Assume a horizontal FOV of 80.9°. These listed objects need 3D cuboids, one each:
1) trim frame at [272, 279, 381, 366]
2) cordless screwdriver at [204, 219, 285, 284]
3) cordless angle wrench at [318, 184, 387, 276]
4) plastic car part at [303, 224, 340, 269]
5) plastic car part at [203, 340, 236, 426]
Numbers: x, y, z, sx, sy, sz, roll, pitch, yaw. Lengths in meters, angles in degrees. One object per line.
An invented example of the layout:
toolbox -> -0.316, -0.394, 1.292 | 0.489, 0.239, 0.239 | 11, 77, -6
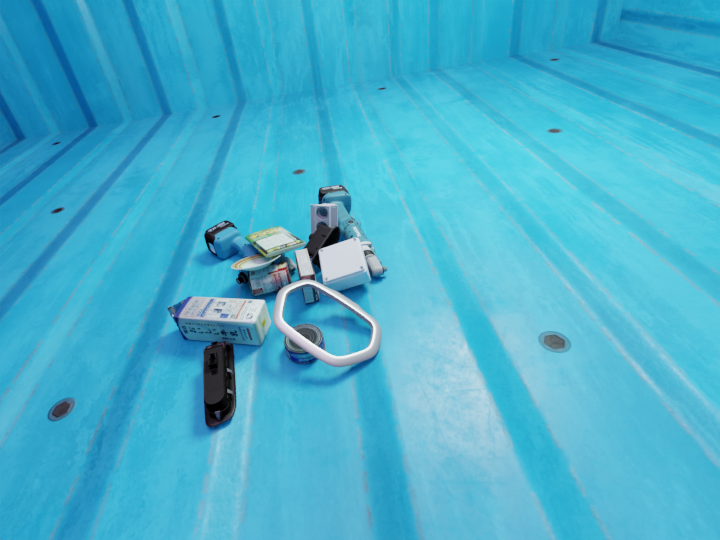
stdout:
trim frame -> -0.072, 0.106, 0.899 | 0.258, 0.027, 0.181 | 29, 45, 19
cordless screwdriver -> -0.351, -0.050, 1.197 | 0.262, 0.072, 0.156 | 24, 48, 32
cordless angle wrench -> -0.027, -0.118, 1.210 | 0.096, 0.072, 0.444 | -11, 39, -15
plastic car part -> -0.110, -0.072, 1.126 | 0.074, 0.063, 0.117 | 21, 74, 27
plastic car part -> -0.285, 0.211, 0.846 | 0.065, 0.065, 0.213 | -10, 38, -13
